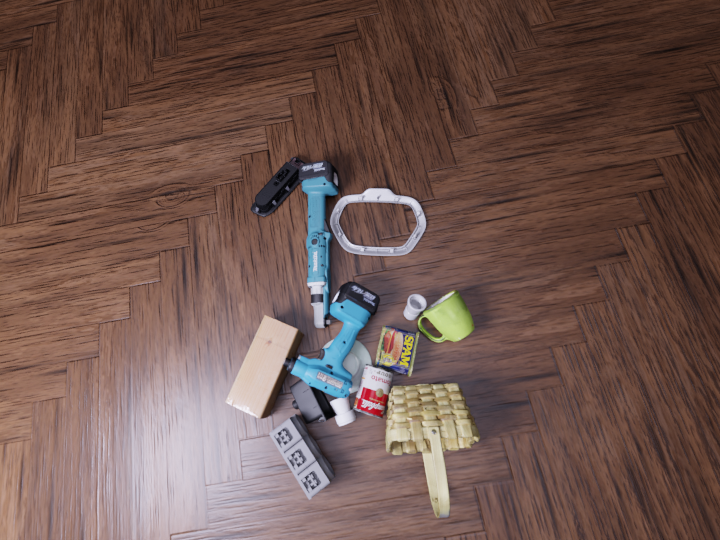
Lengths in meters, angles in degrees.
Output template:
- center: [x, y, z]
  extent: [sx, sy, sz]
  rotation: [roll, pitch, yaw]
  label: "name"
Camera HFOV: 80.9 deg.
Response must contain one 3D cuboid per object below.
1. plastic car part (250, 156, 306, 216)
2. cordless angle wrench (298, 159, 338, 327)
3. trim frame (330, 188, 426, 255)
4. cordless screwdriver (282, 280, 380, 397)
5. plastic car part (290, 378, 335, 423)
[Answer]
- center: [-0.220, -0.231, 1.148]
  extent: [0.067, 0.066, 0.202]
  rotation: [37, 81, 5]
  label: "plastic car part"
- center: [-0.105, -0.069, 1.074]
  extent: [0.101, 0.071, 0.430]
  rotation: [-7, 74, 18]
  label: "cordless angle wrench"
- center: [0.044, -0.128, 1.105]
  extent: [0.252, 0.027, 0.187]
  rotation: [2, 71, 8]
  label: "trim frame"
- center: [-0.062, 0.144, 0.963]
  extent: [0.157, 0.075, 0.250]
  rotation: [24, 71, -6]
  label: "cordless screwdriver"
- center: [-0.119, 0.298, 0.964]
  extent: [0.071, 0.063, 0.121]
  rotation: [-37, 70, 6]
  label: "plastic car part"
